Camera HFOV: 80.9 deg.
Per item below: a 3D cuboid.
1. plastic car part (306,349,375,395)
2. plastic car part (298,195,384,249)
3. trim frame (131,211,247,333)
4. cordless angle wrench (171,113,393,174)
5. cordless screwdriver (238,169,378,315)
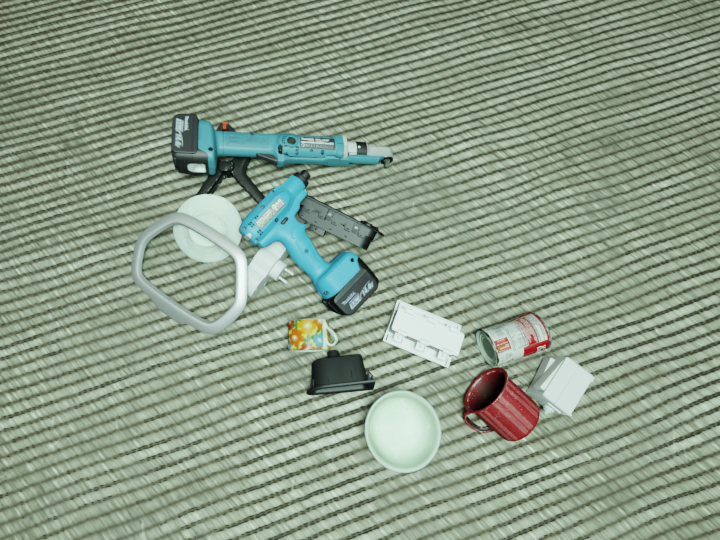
[{"bbox_3d":[-0.037,0.174,0.731,0.117,0.064,0.073,-3,61,0],"label":"plastic car part"},{"bbox_3d":[-0.054,-0.094,0.799,0.205,0.065,0.067,23,86,5],"label":"plastic car part"},{"bbox_3d":[-0.307,0.004,0.758,0.254,0.027,0.184,30,94,12],"label":"trim frame"},{"bbox_3d":[-0.138,-0.234,0.814,0.414,0.074,0.100,-1,72,-12],"label":"cordless angle wrench"},{"bbox_3d":[-0.073,-0.047,0.743,0.245,0.076,0.158,43,76,-9],"label":"cordless screwdriver"}]
